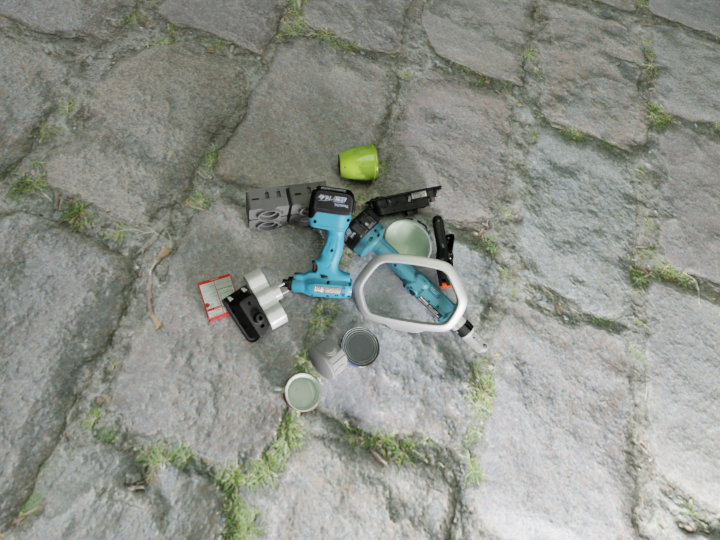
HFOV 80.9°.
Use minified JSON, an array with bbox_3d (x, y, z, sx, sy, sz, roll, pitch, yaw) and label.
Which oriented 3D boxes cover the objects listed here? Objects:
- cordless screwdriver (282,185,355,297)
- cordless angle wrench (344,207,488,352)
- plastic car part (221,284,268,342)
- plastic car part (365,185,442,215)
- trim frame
[{"bbox_3d":[-0.091,-0.060,0.934,0.160,0.075,0.245,5,106,2],"label":"cordless screwdriver"},{"bbox_3d":[0.133,0.033,0.984,0.428,0.098,0.073,44,63,6],"label":"cordless angle wrench"},{"bbox_3d":[-0.228,0.093,0.887,0.065,0.073,0.115,-34,99,-33],"label":"plastic car part"},{"bbox_3d":[0.108,-0.173,1.085,0.199,0.068,0.066,-9,97,-15],"label":"plastic car part"},{"bbox_3d":[0.107,0.054,0.941,0.253,0.027,0.182,7,103,11],"label":"trim frame"}]
